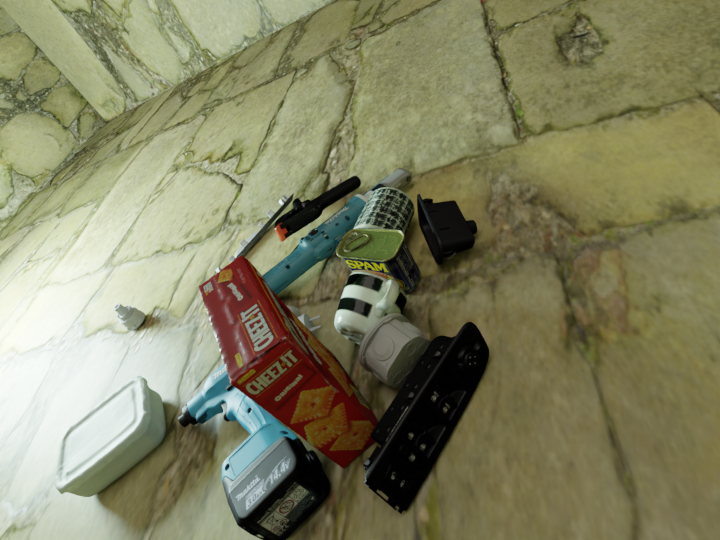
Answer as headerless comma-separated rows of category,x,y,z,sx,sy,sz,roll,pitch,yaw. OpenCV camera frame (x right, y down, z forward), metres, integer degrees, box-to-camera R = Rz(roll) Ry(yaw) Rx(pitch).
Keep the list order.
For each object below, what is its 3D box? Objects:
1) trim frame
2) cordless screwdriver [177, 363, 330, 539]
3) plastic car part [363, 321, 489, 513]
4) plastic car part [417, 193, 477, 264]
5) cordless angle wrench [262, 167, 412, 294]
trim frame,-0.213,-0.065,0.833,0.248,0.027,0.188,-55,13,-18
cordless screwdriver,-0.151,0.211,0.535,0.158,0.071,0.262,-40,36,-6
plastic car part,0.071,0.145,0.459,0.202,0.065,0.069,-50,16,-16
plastic car part,0.131,-0.062,0.624,0.071,0.063,0.121,-16,44,0
cordless angle wrench,-0.072,-0.047,0.740,0.420,0.071,0.103,-39,39,-9
